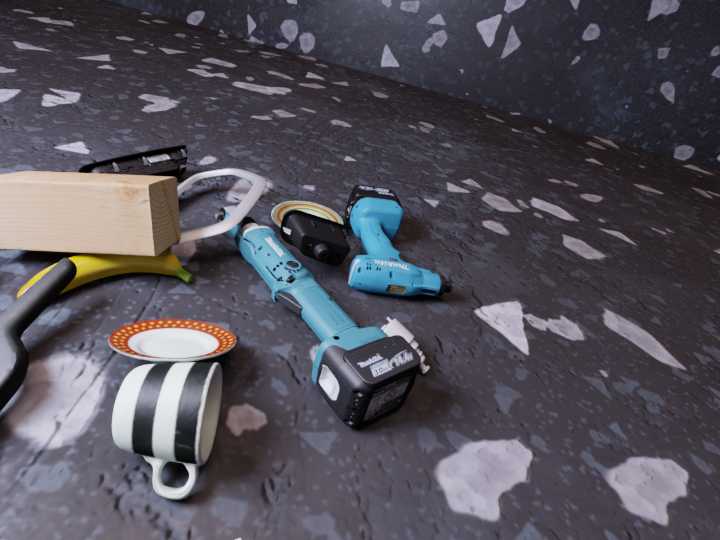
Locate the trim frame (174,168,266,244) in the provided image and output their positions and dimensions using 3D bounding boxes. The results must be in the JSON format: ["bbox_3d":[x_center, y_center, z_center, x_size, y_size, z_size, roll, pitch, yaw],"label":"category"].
[{"bbox_3d":[-0.257,-0.111,0.695,0.188,0.026,0.252,2,40,12],"label":"trim frame"}]

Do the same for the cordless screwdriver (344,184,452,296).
[{"bbox_3d":[0.054,-0.050,0.726,0.156,0.073,0.257,7,38,-11],"label":"cordless screwdriver"}]

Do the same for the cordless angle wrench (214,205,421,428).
[{"bbox_3d":[-0.098,0.015,0.579,0.094,0.073,0.447,-12,39,-35],"label":"cordless angle wrench"}]

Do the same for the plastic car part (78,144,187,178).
[{"bbox_3d":[-0.394,-0.170,0.757,0.196,0.067,0.068,-26,77,-46],"label":"plastic car part"}]

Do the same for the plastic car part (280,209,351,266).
[{"bbox_3d":[-0.062,-0.041,0.636,0.110,0.066,0.075,16,25,-39],"label":"plastic car part"}]
